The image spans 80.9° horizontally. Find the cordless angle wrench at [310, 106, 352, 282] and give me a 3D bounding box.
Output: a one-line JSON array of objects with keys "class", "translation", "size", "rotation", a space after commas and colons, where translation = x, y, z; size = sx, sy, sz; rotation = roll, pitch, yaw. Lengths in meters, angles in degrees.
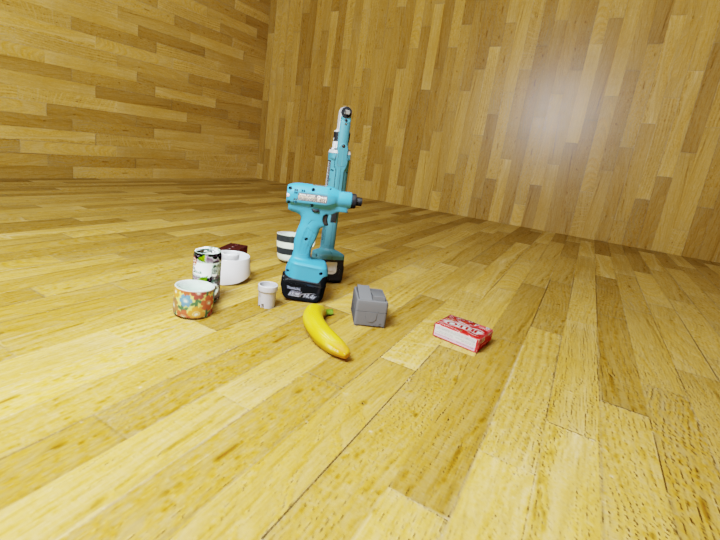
[{"class": "cordless angle wrench", "translation": [-0.064, -0.182, 1.037], "size": [0.072, 0.418, 0.102], "rotation": [4, 14, -18]}]

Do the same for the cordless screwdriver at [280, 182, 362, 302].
[{"class": "cordless screwdriver", "translation": [-0.089, -0.058, 0.908], "size": [0.158, 0.246, 0.076], "rotation": [7, 13, -4]}]
